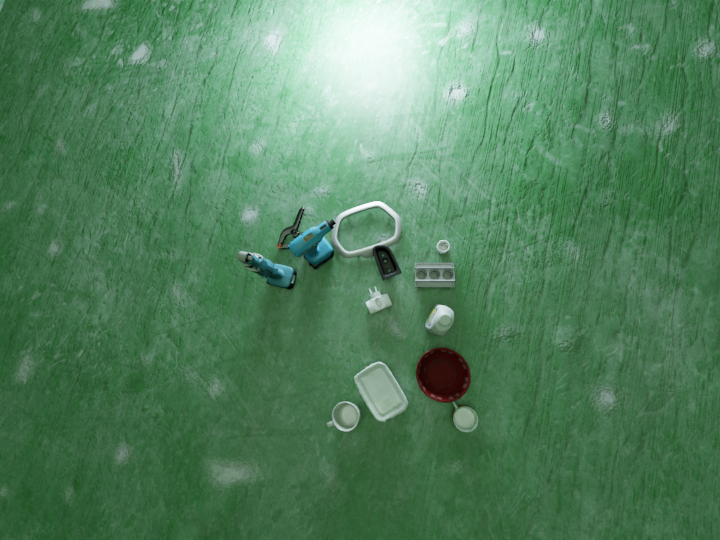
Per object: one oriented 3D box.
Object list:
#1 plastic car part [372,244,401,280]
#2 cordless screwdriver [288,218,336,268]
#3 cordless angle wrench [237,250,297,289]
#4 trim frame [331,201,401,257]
[{"bbox_3d":[0.085,-0.028,1.406,0.066,0.069,0.119,-22,76,3],"label":"plastic car part"},{"bbox_3d":[-0.134,-0.088,1.369,0.159,0.243,0.076,-36,79,0],"label":"cordless screwdriver"},{"bbox_3d":[-0.290,-0.006,1.292,0.100,0.413,0.075,13,82,7],"label":"cordless angle wrench"},{"bbox_3d":[0.018,-0.137,1.464,0.250,0.027,0.188,-19,76,6],"label":"trim frame"}]
